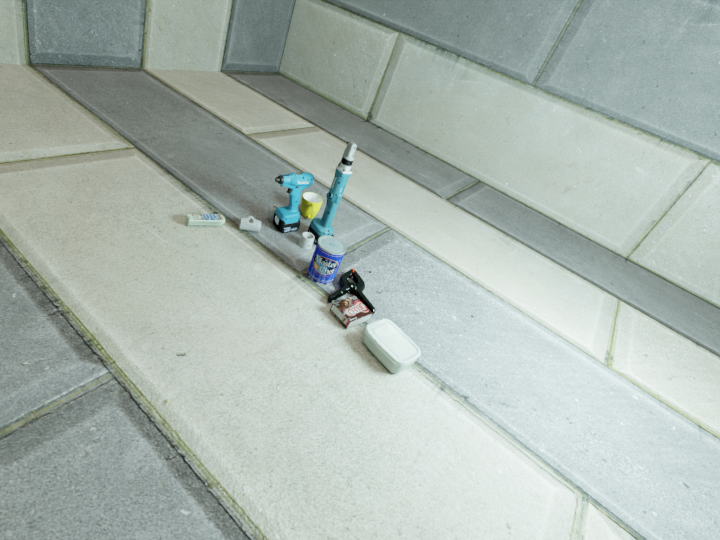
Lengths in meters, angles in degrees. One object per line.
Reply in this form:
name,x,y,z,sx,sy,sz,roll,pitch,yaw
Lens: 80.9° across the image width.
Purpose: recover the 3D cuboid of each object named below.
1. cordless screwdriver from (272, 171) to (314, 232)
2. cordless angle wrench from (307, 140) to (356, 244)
cordless screwdriver,-0.280,-0.263,1.618,0.152,0.246,0.078,-10,45,-40
cordless angle wrench,-0.097,-0.286,1.591,0.071,0.418,0.103,-7,44,-40
